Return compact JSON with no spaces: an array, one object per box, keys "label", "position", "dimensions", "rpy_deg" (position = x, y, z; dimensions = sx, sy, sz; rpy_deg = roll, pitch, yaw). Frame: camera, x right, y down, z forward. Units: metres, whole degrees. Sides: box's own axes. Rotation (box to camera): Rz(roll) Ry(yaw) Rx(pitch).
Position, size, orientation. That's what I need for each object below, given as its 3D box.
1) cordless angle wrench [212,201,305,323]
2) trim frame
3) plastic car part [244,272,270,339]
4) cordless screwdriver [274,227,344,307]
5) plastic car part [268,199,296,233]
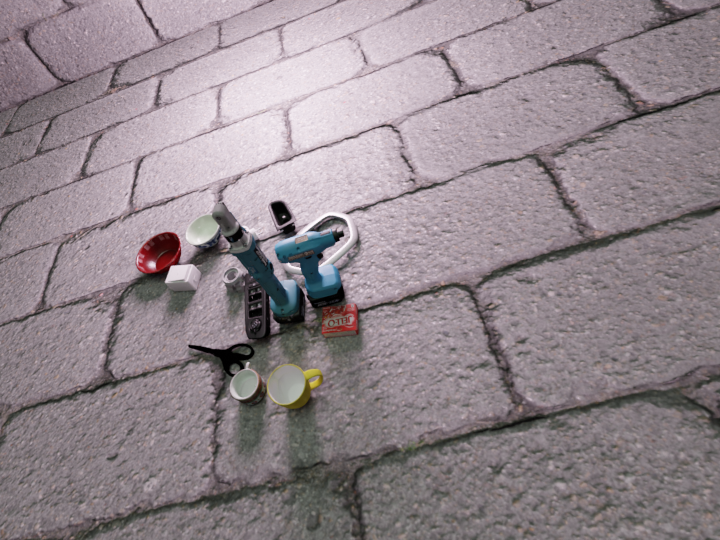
[{"label":"cordless angle wrench","position":[-0.228,-0.006,0.967],"dimensions":[0.076,0.403,0.101],"rpy_deg":[-9,55,11]},{"label":"trim frame","position":[-0.119,-0.078,1.216],"dimensions":[0.247,0.026,0.194],"rpy_deg":[-43,54,-12]},{"label":"plastic car part","position":[-0.272,0.096,1.127],"dimensions":[0.067,0.064,0.210],"rpy_deg":[-15,53,8]},{"label":"cordless screwdriver","position":[-0.091,-0.009,1.025],"dimensions":[0.161,0.237,0.077],"rpy_deg":[-17,54,6]},{"label":"plastic car part","position":[-0.232,-0.157,1.284],"dimensions":[0.066,0.067,0.122],"rpy_deg":[-28,53,-2]}]
